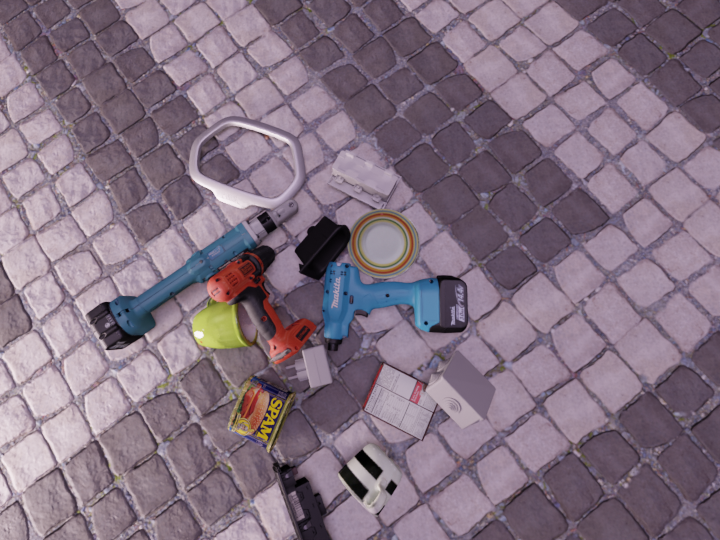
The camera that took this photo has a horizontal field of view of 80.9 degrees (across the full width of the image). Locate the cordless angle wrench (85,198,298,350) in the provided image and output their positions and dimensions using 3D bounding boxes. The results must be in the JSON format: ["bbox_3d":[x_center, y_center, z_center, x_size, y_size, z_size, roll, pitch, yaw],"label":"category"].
[{"bbox_3d":[-0.291,-0.008,0.784,0.420,0.097,0.075,-36,84,-8],"label":"cordless angle wrench"}]

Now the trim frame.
[{"bbox_3d":[-0.229,-0.218,0.856,0.252,0.027,0.185,19,79,6],"label":"trim frame"}]

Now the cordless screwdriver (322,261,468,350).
[{"bbox_3d":[0.055,0.073,0.746,0.253,0.073,0.159,5,87,9],"label":"cordless screwdriver"}]

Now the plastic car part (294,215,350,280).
[{"bbox_3d":[-0.077,-0.050,0.783,0.075,0.062,0.116,41,98,32],"label":"plastic car part"}]

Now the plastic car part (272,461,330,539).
[{"bbox_3d":[-0.086,0.413,0.690,0.065,0.067,0.207,-13,74,-27],"label":"plastic car part"}]
